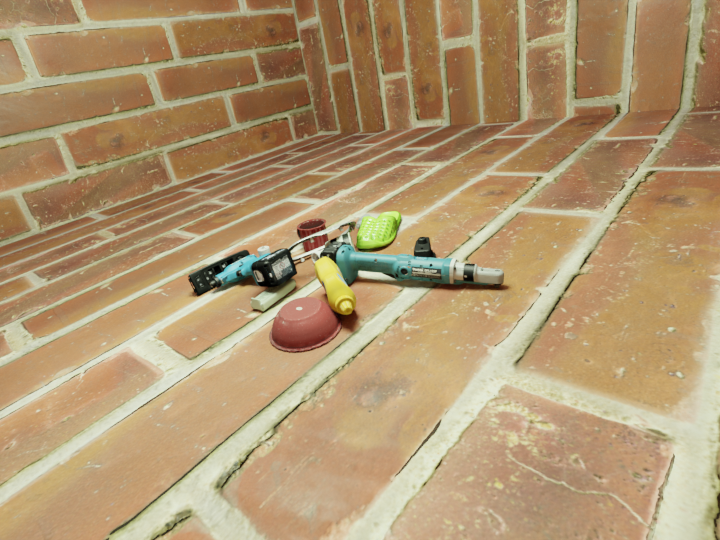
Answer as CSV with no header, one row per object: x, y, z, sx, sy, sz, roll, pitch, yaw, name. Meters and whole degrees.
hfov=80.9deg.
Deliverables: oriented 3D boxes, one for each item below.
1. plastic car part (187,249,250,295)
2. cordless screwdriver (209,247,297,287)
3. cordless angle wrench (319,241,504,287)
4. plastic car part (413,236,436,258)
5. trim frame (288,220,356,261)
-0.411,0.004,1.246,0.198,0.066,0.069,-32,5,-33,plastic car part
-0.294,0.005,1.134,0.155,0.073,0.260,-32,19,-36,cordless screwdriver
0.109,-0.006,0.997,0.441,0.095,0.073,5,25,26,cordless angle wrench
0.159,-0.048,1.076,0.067,0.068,0.117,-4,29,14,plastic car part
-0.117,-0.077,1.199,0.242,0.028,0.185,-22,-13,-27,trim frame
